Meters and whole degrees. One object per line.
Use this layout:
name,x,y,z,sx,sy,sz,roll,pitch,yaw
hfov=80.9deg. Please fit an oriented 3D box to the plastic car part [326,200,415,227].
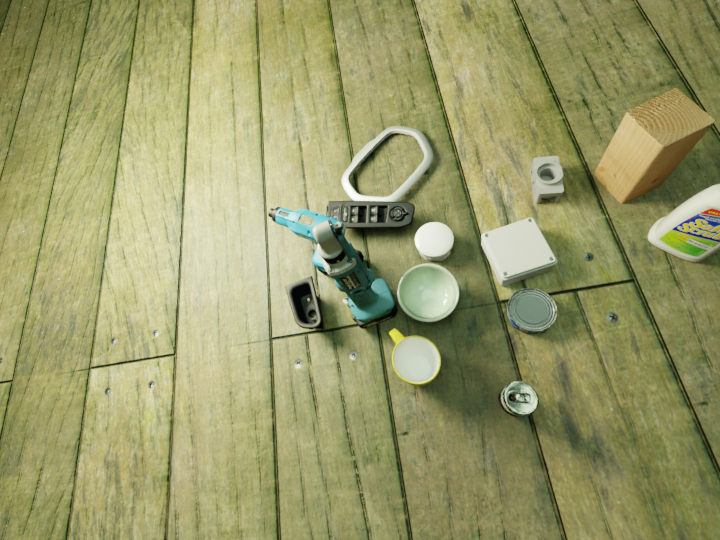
plastic car part,0.024,-0.122,0.984,0.209,0.064,0.067,0,69,17

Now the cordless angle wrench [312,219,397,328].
cordless angle wrench,-0.012,0.014,0.747,0.098,0.405,0.077,-23,67,4

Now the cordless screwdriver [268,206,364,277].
cordless screwdriver,-0.087,-0.057,0.893,0.166,0.238,0.074,20,76,20

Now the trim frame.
trim frame,0.065,-0.261,1.050,0.193,0.026,0.248,37,83,26

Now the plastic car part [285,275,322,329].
plastic car part,-0.115,0.084,0.939,0.066,0.068,0.121,-22,64,6
